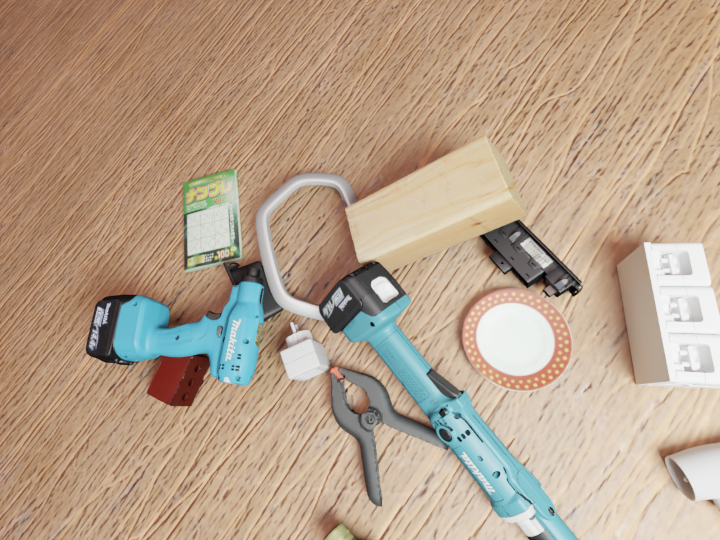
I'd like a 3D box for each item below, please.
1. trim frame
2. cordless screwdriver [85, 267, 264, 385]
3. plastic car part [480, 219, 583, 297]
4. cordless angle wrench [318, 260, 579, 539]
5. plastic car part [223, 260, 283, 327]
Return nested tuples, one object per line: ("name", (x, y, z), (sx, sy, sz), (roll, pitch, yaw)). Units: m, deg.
("trim frame", (-0.064, -0.042, 0.655), (0.184, 0.027, 0.256), (-17, 69, -1))
("cordless screwdriver", (-0.258, 0.069, 0.610), (0.255, 0.071, 0.162), (2, 71, 15))
("plastic car part", (0.202, -0.040, 0.575), (0.068, 0.063, 0.211), (-39, 64, 16))
("cordless angle wrench", (0.114, 0.177, 0.502), (0.072, 0.098, 0.436), (-25, 68, -42))
("plastic car part", (-0.158, 0.033, 0.659), (0.070, 0.064, 0.121), (-29, 69, -12))
